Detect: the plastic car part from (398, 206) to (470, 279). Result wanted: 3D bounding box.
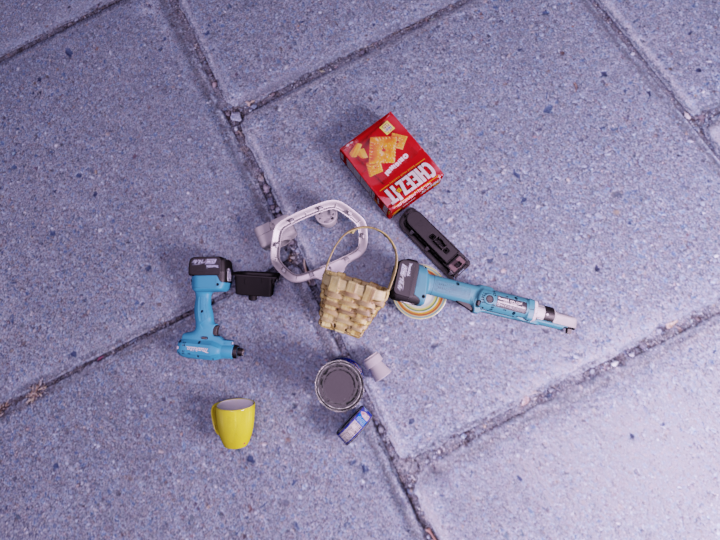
[{"bbox_3d":[0.172,-0.072,1.016,0.066,0.065,0.209,-43,75,2],"label":"plastic car part"}]

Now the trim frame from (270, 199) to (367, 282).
[{"bbox_3d":[-0.101,-0.066,1.028,0.248,0.028,0.179,-23,107,-2],"label":"trim frame"}]

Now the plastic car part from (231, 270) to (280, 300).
[{"bbox_3d":[-0.257,0.038,1.040,0.118,0.066,0.070,0,95,5],"label":"plastic car part"}]

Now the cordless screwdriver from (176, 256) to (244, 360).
[{"bbox_3d":[-0.353,0.092,1.032,0.161,0.073,0.250,3,82,6],"label":"cordless screwdriver"}]

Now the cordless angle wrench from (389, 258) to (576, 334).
[{"bbox_3d":[0.280,0.068,0.959,0.424,0.074,0.098,14,80,1],"label":"cordless angle wrench"}]
